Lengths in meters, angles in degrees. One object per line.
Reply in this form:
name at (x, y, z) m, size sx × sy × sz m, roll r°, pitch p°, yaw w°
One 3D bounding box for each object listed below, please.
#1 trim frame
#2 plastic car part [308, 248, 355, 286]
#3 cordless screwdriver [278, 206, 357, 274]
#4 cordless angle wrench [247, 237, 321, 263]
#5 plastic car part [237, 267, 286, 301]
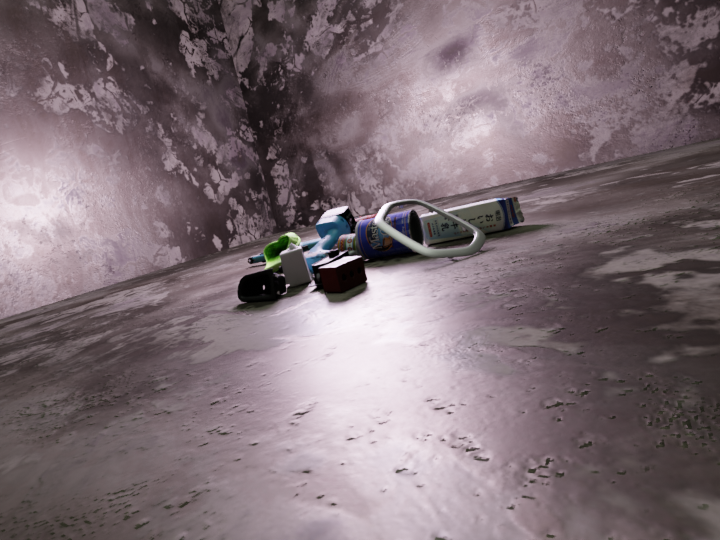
trim frame at (0.145, -0.094, 0.912) m, size 0.179 × 0.027 × 0.263 m, roll -27°, pitch 43°, yaw -29°
plastic car part at (-0.058, -0.010, 0.948) m, size 0.068 × 0.066 × 0.200 m, roll -4°, pitch 15°, yaw 19°
cordless screwdriver at (-0.112, -0.073, 1.148) m, size 0.165 × 0.071 × 0.249 m, roll -11°, pitch 32°, yaw 31°
cordless angle wrench at (-0.232, -0.075, 1.511) m, size 0.438 × 0.073 × 0.095 m, roll -11°, pitch 9°, yaw 28°
plastic car part at (-0.208, 0.035, 0.925) m, size 0.121 × 0.066 × 0.067 m, roll -11°, pitch -7°, yaw 39°
